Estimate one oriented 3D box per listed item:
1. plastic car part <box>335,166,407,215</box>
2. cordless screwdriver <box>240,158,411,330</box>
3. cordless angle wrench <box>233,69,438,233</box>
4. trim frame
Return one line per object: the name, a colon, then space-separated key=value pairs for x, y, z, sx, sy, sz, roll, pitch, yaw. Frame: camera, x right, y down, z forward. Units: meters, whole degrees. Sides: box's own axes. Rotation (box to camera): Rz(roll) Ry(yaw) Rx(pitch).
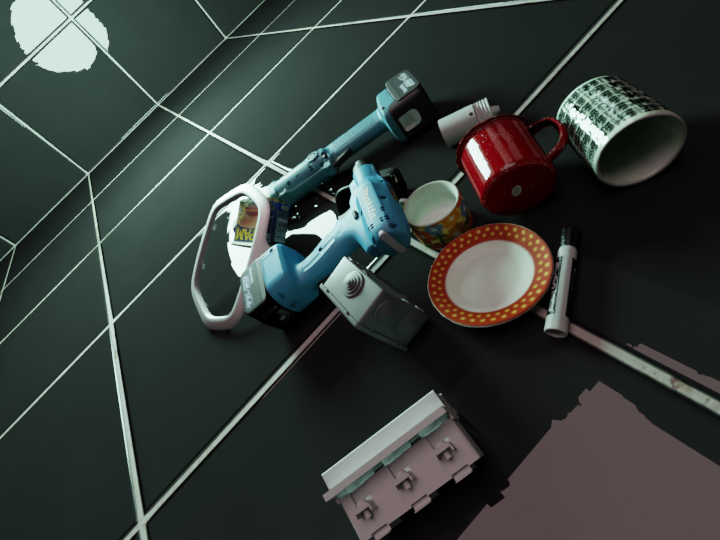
plastic car part: x=0.021 y=-0.122 z=0.640 sx=0.122 sy=0.063 sz=0.070 roll=-2 pitch=39 yaw=42
cordless screwdriver: x=-0.056 y=-0.037 z=0.577 sx=0.252 sy=0.070 sz=0.166 roll=-35 pitch=46 yaw=22
cordless angle wrench: x=-0.070 y=-0.187 z=0.760 sx=0.429 sy=0.070 sz=0.102 roll=-31 pitch=41 yaw=17
trim frame: x=-0.216 y=-0.024 z=0.702 sx=0.194 sy=0.026 sz=0.249 roll=15 pitch=88 yaw=41
